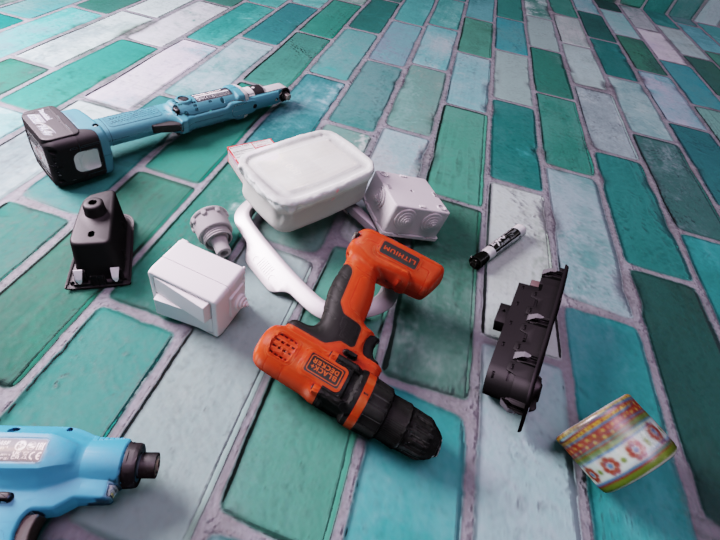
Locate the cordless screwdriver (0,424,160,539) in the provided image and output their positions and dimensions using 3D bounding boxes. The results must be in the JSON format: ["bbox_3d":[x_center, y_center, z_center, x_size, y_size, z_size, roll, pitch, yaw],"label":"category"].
[{"bbox_3d":[-0.222,0.214,0.241,0.157,0.073,0.258,2,43,-9],"label":"cordless screwdriver"}]

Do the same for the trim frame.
[{"bbox_3d":[-0.052,-0.034,0.536,0.179,0.027,0.260,-27,58,-32],"label":"trim frame"}]

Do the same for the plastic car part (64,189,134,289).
[{"bbox_3d":[-0.293,-0.045,0.474,0.064,0.070,0.121,-4,51,-18],"label":"plastic car part"}]

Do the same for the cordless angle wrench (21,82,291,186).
[{"bbox_3d":[-0.280,-0.246,0.670,0.102,0.073,0.413,38,50,23],"label":"cordless angle wrench"}]

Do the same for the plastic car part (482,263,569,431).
[{"bbox_3d":[0.176,0.069,0.452,0.069,0.064,0.202,18,46,18],"label":"plastic car part"}]
